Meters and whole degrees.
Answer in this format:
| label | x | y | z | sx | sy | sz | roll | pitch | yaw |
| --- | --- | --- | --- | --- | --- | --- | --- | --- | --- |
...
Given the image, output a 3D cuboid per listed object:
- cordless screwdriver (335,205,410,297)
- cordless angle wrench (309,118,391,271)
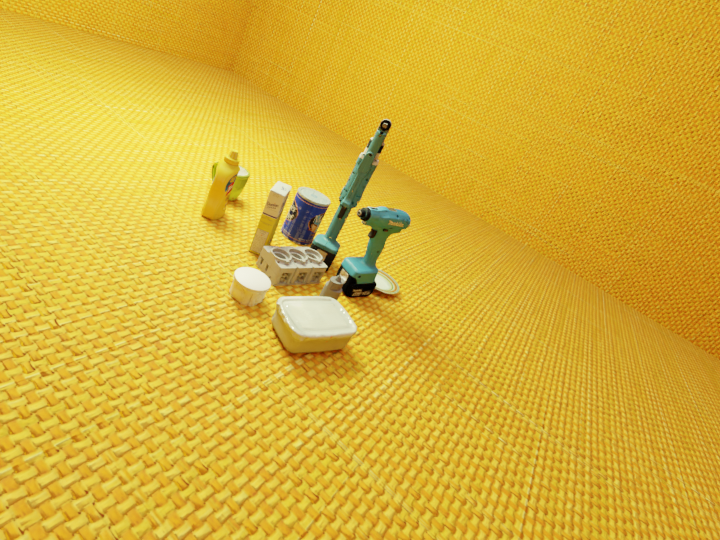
| label | x | y | z | sx | sy | sz | roll | pitch | yaw |
| --- | --- | --- | --- | --- | --- | --- | --- | --- | --- |
| cordless screwdriver | 0.011 | -0.050 | 1.059 | 0.151 | 0.247 | 0.078 | 5 | 33 | -41 |
| cordless angle wrench | -0.026 | -0.193 | 1.098 | 0.074 | 0.421 | 0.098 | 28 | 24 | -1 |
